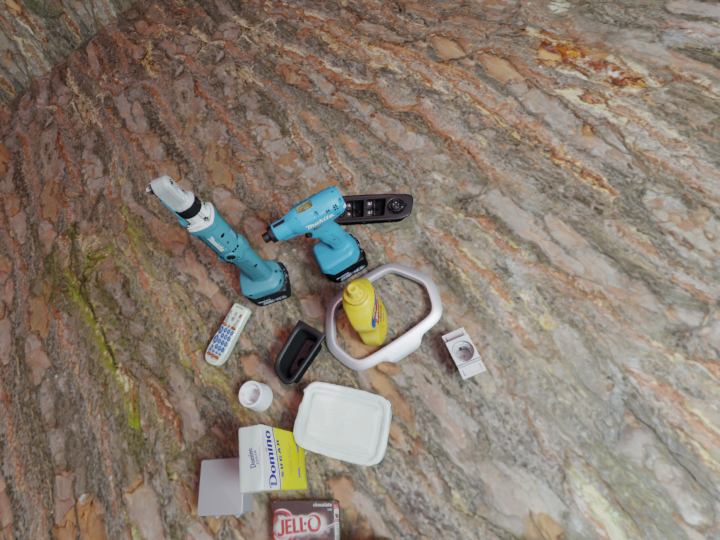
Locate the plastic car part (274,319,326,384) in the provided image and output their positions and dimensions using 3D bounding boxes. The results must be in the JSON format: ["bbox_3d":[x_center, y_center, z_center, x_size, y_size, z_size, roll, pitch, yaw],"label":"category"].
[{"bbox_3d":[-0.117,0.170,0.831,0.069,0.067,0.116,24,73,26],"label":"plastic car part"}]

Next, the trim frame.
[{"bbox_3d":[0.040,0.089,0.843,0.248,0.026,0.193,-34,58,-1],"label":"trim frame"}]

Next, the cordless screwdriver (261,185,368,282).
[{"bbox_3d":[-0.082,-0.053,0.835,0.159,0.237,0.078,-28,61,1],"label":"cordless screwdriver"}]

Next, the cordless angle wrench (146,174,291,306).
[{"bbox_3d":[-0.245,-0.045,0.789,0.099,0.403,0.077,-18,61,6],"label":"cordless angle wrench"}]

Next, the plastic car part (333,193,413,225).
[{"bbox_3d":[0.016,-0.129,0.943,0.208,0.064,0.068,-3,63,17],"label":"plastic car part"}]
